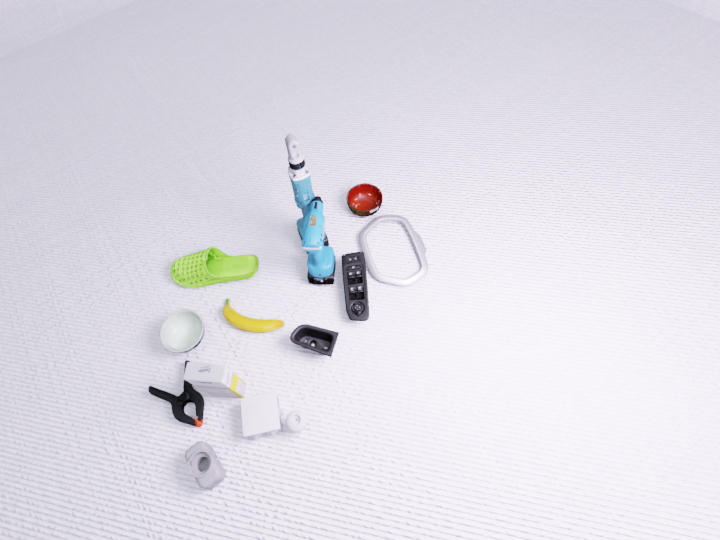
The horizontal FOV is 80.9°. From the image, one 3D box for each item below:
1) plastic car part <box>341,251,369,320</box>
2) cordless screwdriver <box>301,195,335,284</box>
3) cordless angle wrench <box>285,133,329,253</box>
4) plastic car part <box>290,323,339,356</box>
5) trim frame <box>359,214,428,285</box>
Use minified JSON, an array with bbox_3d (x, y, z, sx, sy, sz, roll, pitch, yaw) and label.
[{"bbox_3d":[-0.013,0.051,1.164,0.066,0.065,0.209,-6,58,1],"label":"plastic car part"},{"bbox_3d":[-0.112,-0.074,1.150,0.075,0.240,0.163,2,59,3],"label":"cordless screwdriver"},{"bbox_3d":[-0.150,-0.194,1.130,0.074,0.408,0.102,-20,61,-10],"label":"cordless angle wrench"},{"bbox_3d":[-0.118,0.185,1.093,0.120,0.068,0.066,14,61,14],"label":"plastic car part"},{"bbox_3d":[0.099,-0.062,1.242,0.183,0.026,0.259,-17,58,-3],"label":"trim frame"}]
